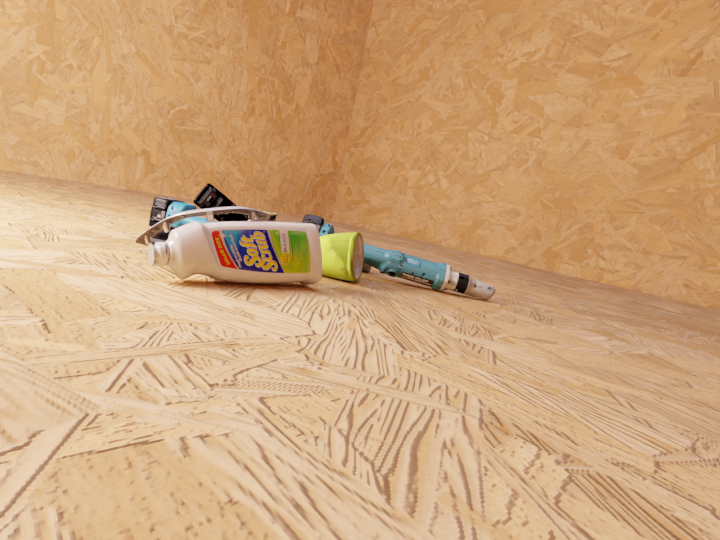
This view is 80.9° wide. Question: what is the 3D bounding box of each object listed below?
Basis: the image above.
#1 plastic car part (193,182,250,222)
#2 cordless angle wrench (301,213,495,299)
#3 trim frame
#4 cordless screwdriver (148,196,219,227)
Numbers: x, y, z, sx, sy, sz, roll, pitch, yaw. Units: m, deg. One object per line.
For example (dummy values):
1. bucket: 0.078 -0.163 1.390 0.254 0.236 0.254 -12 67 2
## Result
1. plastic car part: -0.353 -0.153 1.147 0.071 0.066 0.192 24 -12 32
2. cordless angle wrench: 0.070 -0.014 0.892 0.428 0.075 0.095 16 -32 6
3. trim frame: -0.258 -0.063 0.697 0.257 0.028 0.176 -17 -8 43
4. cordless screwdriver: -0.385 -0.117 1.056 0.255 0.074 0.156 16 8 13
